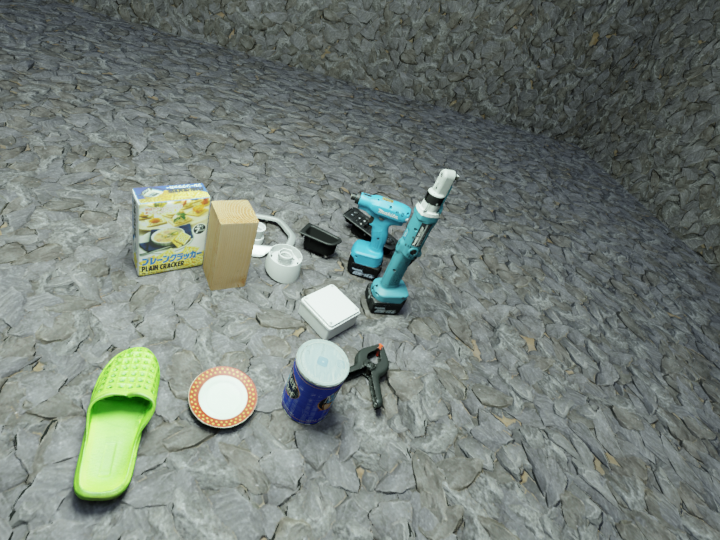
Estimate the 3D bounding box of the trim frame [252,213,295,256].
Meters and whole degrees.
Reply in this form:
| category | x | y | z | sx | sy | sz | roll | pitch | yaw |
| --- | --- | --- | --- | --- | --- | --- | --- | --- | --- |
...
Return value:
| category | x | y | z | sx | sy | sz | roll | pitch | yaw |
| --- | --- | --- | --- | --- | --- | --- | --- | --- | --- |
| trim frame | -0.309 | -0.108 | 1.219 | 0.242 | 0.027 | 0.191 | 7 | 39 | -14 |

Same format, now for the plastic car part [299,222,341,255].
| category | x | y | z | sx | sy | sz | roll | pitch | yaw |
| --- | --- | --- | --- | --- | --- | --- | --- | --- | --- |
| plastic car part | -0.120 | -0.078 | 1.226 | 0.119 | 0.070 | 0.065 | 28 | 38 | 10 |

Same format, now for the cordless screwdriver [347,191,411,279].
| category | x | y | z | sx | sy | sz | roll | pitch | yaw |
| --- | --- | --- | --- | --- | --- | --- | --- | --- | --- |
| cordless screwdriver | 0.020 | -0.098 | 1.165 | 0.159 | 0.246 | 0.075 | 21 | 37 | -1 |

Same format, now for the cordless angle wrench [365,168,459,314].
| category | x | y | z | sx | sy | sz | roll | pitch | yaw |
| --- | --- | --- | --- | --- | --- | --- | --- | --- | --- |
| cordless angle wrench | 0.121 | -0.060 | 1.020 | 0.095 | 0.418 | 0.077 | 8 | 40 | -19 |

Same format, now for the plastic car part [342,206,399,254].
| category | x | y | z | sx | sy | sz | roll | pitch | yaw |
| --- | --- | --- | --- | --- | --- | --- | --- | --- | --- |
| plastic car part | 0.031 | -0.116 | 1.338 | 0.211 | 0.066 | 0.065 | 36 | 40 | 20 |
